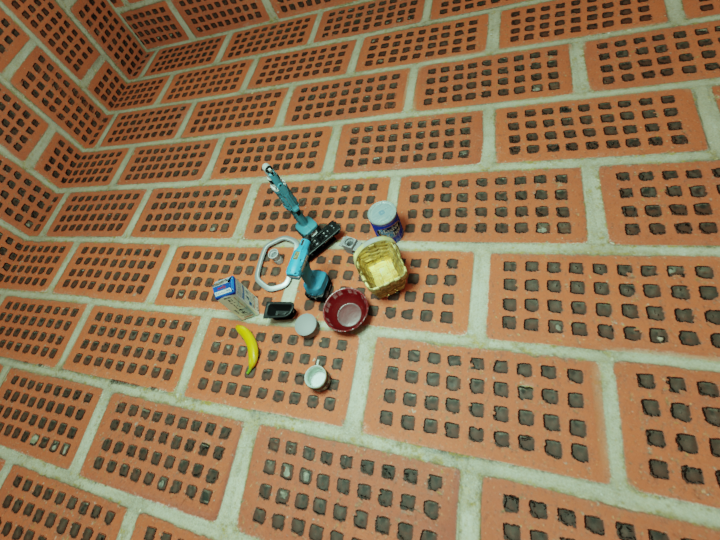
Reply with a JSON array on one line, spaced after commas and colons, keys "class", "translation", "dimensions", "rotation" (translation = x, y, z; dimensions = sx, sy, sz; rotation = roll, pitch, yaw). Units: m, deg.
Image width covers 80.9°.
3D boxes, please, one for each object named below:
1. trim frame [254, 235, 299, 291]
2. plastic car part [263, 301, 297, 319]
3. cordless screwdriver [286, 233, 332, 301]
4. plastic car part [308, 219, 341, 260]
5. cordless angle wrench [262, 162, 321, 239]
[{"class": "trim frame", "translation": [-0.326, -0.030, 1.676], "dimensions": [0.191, 0.026, 0.253], "rotation": [-1, 60, 22]}, {"class": "plastic car part", "translation": [-0.281, 0.152, 1.522], "dimensions": [0.120, 0.067, 0.067], "rotation": [-3, 60, 20]}, {"class": "cordless screwdriver", "translation": [-0.170, -0.003, 1.466], "dimensions": [0.077, 0.236, 0.161], "rotation": [7, 63, 23]}, {"class": "plastic car part", "translation": [-0.159, -0.104, 1.630], "dimensions": [0.202, 0.064, 0.070], "rotation": [-38, 55, -3]}, {"class": "cordless angle wrench", "translation": [-0.256, -0.247, 1.547], "dimensions": [0.074, 0.402, 0.103], "rotation": [-43, 56, -9]}]
